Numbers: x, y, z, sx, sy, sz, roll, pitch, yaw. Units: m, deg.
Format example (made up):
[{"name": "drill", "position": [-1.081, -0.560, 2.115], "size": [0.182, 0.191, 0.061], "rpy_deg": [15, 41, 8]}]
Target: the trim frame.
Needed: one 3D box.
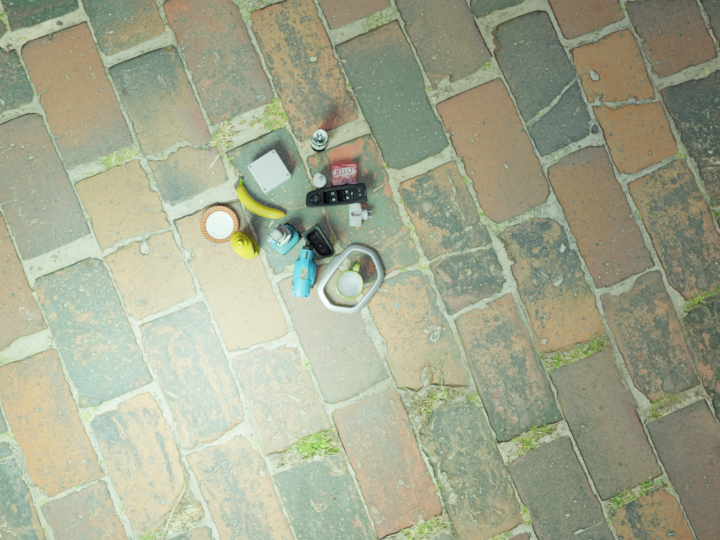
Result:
[{"name": "trim frame", "position": [-0.034, 0.030, 1.425], "size": [0.184, 0.027, 0.248], "rpy_deg": [37, 88, 0]}]

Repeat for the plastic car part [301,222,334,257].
[{"name": "plastic car part", "position": [-0.137, -0.090, 1.404], "size": [0.066, 0.071, 0.116], "rpy_deg": [-35, 91, -3]}]

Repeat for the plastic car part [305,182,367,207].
[{"name": "plastic car part", "position": [-0.084, -0.246, 1.411], "size": [0.202, 0.067, 0.066], "rpy_deg": [-7, 91, -2]}]

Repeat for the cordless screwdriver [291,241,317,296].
[{"name": "cordless screwdriver", "position": [-0.172, -0.008, 1.313], "size": [0.074, 0.250, 0.159], "rpy_deg": [9, 90, -6]}]

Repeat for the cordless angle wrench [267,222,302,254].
[{"name": "cordless angle wrench", "position": [-0.227, -0.098, 1.227], "size": [0.098, 0.426, 0.074], "rpy_deg": [-45, 96, -3]}]
